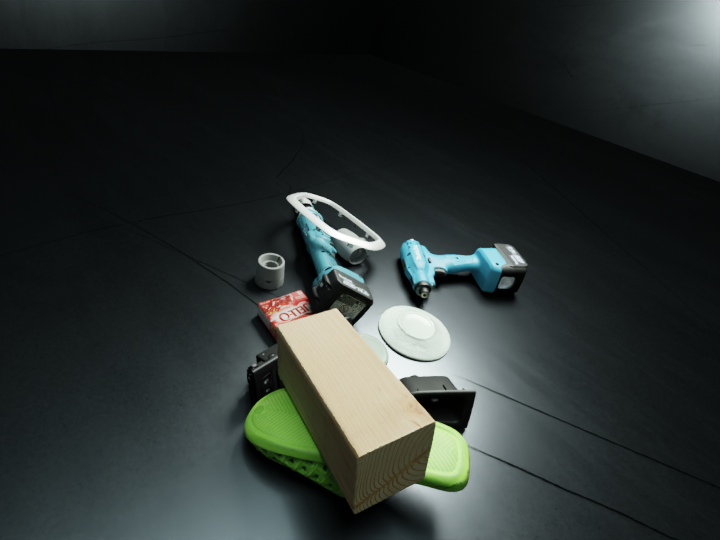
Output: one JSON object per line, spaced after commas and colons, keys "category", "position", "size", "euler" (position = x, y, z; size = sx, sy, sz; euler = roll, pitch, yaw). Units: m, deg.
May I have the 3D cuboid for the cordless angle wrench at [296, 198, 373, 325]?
{"category": "cordless angle wrench", "position": [-0.085, -0.056, 0.874], "size": [0.093, 0.074, 0.443], "euler": [29, 20, -32]}

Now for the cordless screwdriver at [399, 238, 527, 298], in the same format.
{"category": "cordless screwdriver", "position": [0.214, 0.005, 0.876], "size": [0.247, 0.072, 0.164], "euler": [3, 36, -5]}

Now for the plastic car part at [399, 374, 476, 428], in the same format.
{"category": "plastic car part", "position": [0.095, 0.182, 0.615], "size": [0.116, 0.065, 0.073], "euler": [4, 20, -6]}

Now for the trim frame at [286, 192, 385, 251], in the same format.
{"category": "trim frame", "position": [-0.054, -0.107, 0.902], "size": [0.175, 0.027, 0.263], "euler": [-1, 31, -47]}

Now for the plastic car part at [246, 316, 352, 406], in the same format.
{"category": "plastic car part", "position": [-0.093, 0.127, 0.640], "size": [0.196, 0.065, 0.071], "euler": [-24, 23, -38]}
